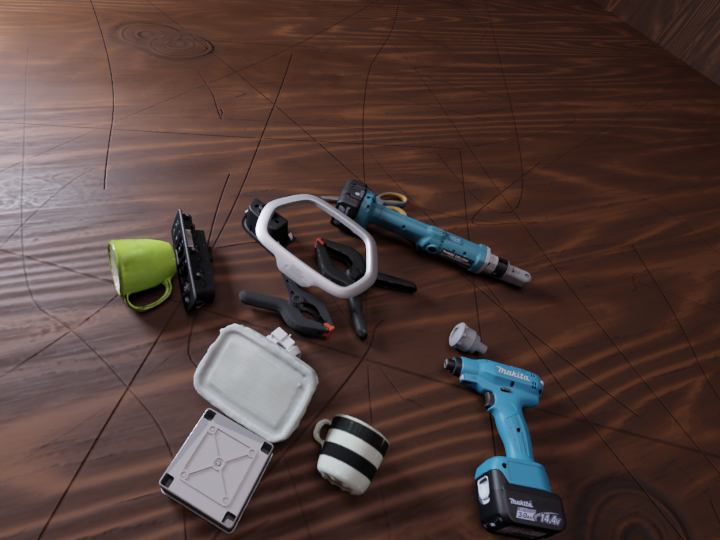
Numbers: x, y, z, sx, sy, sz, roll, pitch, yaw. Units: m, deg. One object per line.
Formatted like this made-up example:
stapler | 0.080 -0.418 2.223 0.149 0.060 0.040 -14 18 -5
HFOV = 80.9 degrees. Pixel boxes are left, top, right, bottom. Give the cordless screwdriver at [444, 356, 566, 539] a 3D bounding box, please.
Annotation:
cordless screwdriver | 0.206 0.250 0.643 0.159 0.073 0.253 14 47 -2

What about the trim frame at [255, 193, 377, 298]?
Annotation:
trim frame | -0.077 -0.050 0.786 0.251 0.027 0.183 35 53 4

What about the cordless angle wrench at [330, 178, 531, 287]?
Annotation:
cordless angle wrench | 0.149 -0.061 0.869 0.425 0.097 0.075 23 54 2

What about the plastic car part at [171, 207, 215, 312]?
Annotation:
plastic car part | -0.298 -0.014 0.756 0.063 0.067 0.212 13 43 -39

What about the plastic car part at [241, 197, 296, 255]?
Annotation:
plastic car part | -0.187 -0.098 0.835 0.120 0.070 0.065 40 53 14
